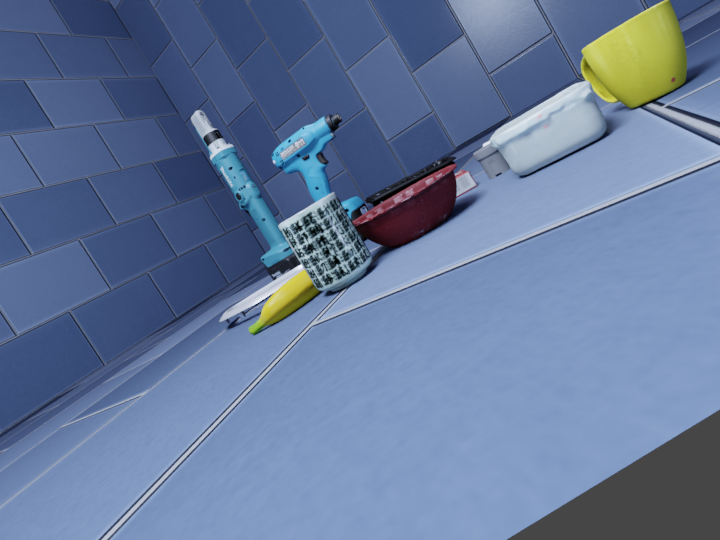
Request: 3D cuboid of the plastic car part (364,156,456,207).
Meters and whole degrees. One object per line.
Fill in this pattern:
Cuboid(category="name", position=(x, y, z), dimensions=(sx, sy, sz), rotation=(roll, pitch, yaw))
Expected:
Cuboid(category="plastic car part", position=(0.115, -0.172, 0.866), dimensions=(0.202, 0.066, 0.067), rotation=(-32, 6, -4))

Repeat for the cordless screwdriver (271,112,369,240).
Cuboid(category="cordless screwdriver", position=(-0.052, -0.169, 0.829), dimensions=(0.163, 0.247, 0.073), rotation=(-29, 5, 28))

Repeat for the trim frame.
Cuboid(category="trim frame", position=(-0.151, 0.030, 0.783), dimensions=(0.244, 0.027, 0.190), rotation=(-37, 11, -29))

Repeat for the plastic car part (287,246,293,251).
Cuboid(category="plastic car part", position=(-0.089, -0.058, 0.908), dimensions=(0.068, 0.070, 0.114), rotation=(-25, 10, 44))

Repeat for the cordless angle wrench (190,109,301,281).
Cuboid(category="cordless angle wrench", position=(-0.254, -0.171, 0.946), dimensions=(0.101, 0.420, 0.073), rotation=(-28, 5, 42))
